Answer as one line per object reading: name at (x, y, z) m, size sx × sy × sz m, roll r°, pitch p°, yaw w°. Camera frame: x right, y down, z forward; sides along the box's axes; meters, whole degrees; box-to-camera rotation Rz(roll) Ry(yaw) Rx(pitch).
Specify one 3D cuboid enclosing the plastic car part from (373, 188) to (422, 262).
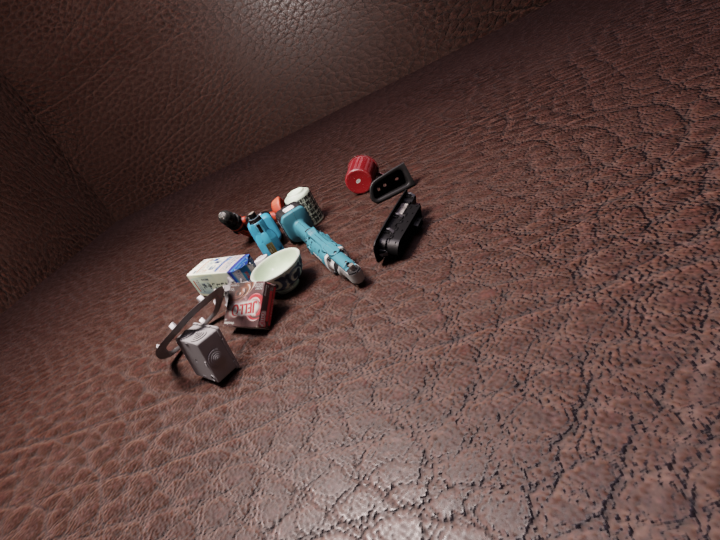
plastic car part at (0.083, -0.085, 0.854) m, size 0.070 × 0.064 × 0.201 m, roll 17°, pitch 46°, yaw 23°

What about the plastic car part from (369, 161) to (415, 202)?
plastic car part at (0.074, -0.226, 1.109) m, size 0.117 × 0.065 × 0.071 m, roll -28°, pitch 10°, yaw 9°

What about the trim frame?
trim frame at (-0.333, 0.102, 0.843) m, size 0.182 × 0.028 × 0.249 m, roll -47°, pitch 0°, yaw -25°

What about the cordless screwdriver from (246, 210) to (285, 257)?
cordless screwdriver at (-0.250, -0.102, 1.093) m, size 0.074 × 0.153 × 0.259 m, roll -31°, pitch 24°, yaw -6°

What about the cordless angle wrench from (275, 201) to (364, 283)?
cordless angle wrench at (-0.094, -0.061, 0.959) m, size 0.074 × 0.094 × 0.445 m, roll -33°, pitch 31°, yaw -11°
